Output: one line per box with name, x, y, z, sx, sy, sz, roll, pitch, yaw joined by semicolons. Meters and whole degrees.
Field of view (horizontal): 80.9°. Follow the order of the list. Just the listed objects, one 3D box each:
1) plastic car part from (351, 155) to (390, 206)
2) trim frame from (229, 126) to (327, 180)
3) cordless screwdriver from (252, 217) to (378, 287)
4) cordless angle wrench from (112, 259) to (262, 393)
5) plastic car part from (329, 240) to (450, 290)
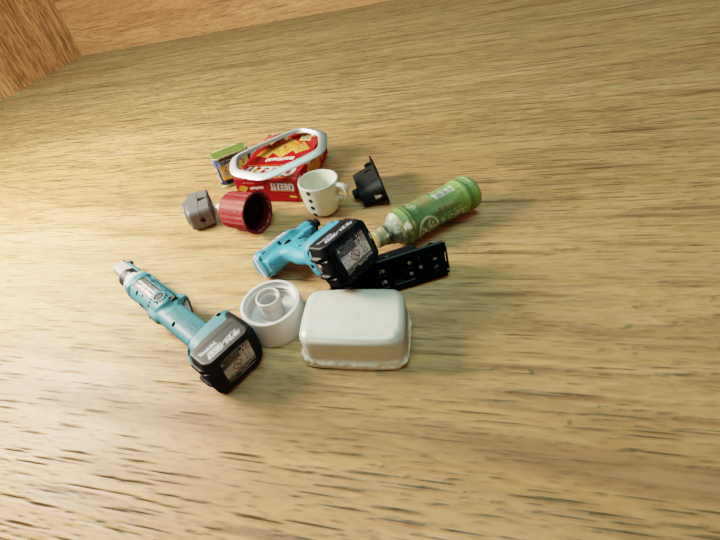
plastic car part;0.015;-0.183;0.920;0.072;0.062;0.121;-22;43;13
trim frame;-0.191;-0.277;0.997;0.245;0.026;0.195;-31;47;-14
cordless screwdriver;-0.072;-0.047;0.733;0.157;0.072;0.261;-43;27;-29
cordless angle wrench;-0.341;0.063;0.745;0.447;0.071;0.097;23;53;37
plastic car part;0.040;-0.002;0.707;0.202;0.063;0.070;-20;36;-4
